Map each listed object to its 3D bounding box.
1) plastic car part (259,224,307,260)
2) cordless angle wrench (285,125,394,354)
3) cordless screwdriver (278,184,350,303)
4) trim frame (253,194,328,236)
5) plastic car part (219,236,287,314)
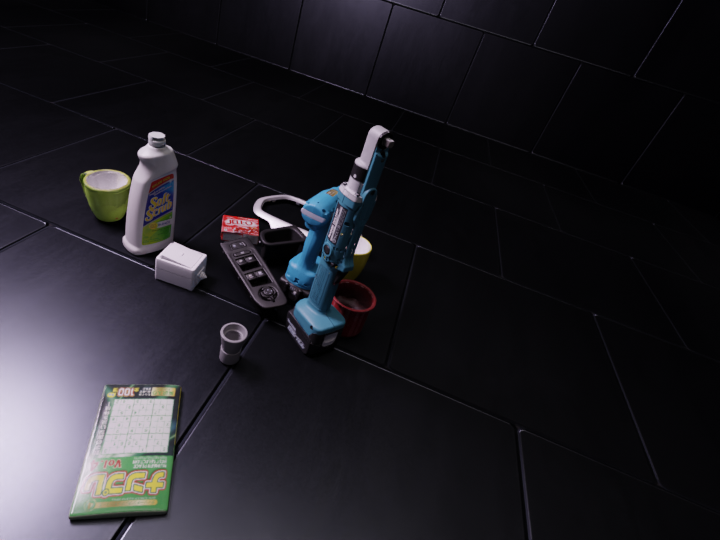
[{"bbox_3d":[-0.187,-0.056,0.971,0.112,0.070,0.069,-15,46,-39],"label":"plastic car part"},{"bbox_3d":[-0.034,-0.036,0.699,0.071,0.417,0.103,-10,44,-38],"label":"cordless angle wrench"},{"bbox_3d":[-0.084,-0.055,0.858,0.076,0.245,0.157,28,34,11],"label":"cordless screwdriver"},{"bbox_3d":[-0.171,-0.145,1.143,0.254,0.027,0.183,24,35,11],"label":"trim frame"},{"bbox_3d":[-0.220,0.017,0.857,0.064,0.066,0.214,-11,43,-37],"label":"plastic car part"}]
